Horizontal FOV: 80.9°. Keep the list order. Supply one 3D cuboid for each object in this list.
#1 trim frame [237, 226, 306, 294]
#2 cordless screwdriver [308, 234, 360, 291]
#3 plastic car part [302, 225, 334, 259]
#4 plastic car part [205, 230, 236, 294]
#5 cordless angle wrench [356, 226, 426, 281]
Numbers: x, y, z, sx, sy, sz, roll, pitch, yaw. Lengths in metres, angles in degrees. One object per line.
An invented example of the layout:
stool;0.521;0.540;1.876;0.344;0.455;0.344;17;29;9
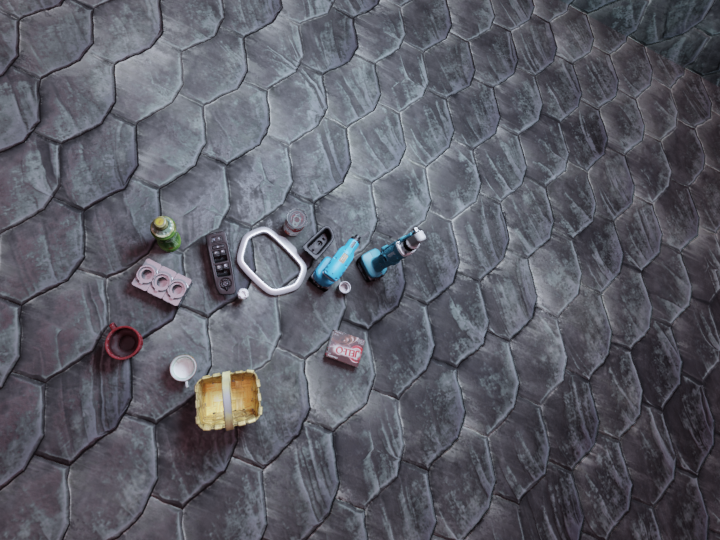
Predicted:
trim frame;-0.292;-0.031;1.395;0.249;0.028;0.183;43;71;1
cordless screwdriver;-0.078;-0.022;1.323;0.074;0.251;0.159;37;71;-7
plastic car part;-0.139;-0.091;1.422;0.066;0.071;0.116;43;71;-3
plastic car part;-0.440;-0.018;1.338;0.065;0.067;0.206;-11;79;-17
cordless angle wrench;0.094;-0.048;1.276;0.073;0.427;0.099;-27;88;-21
